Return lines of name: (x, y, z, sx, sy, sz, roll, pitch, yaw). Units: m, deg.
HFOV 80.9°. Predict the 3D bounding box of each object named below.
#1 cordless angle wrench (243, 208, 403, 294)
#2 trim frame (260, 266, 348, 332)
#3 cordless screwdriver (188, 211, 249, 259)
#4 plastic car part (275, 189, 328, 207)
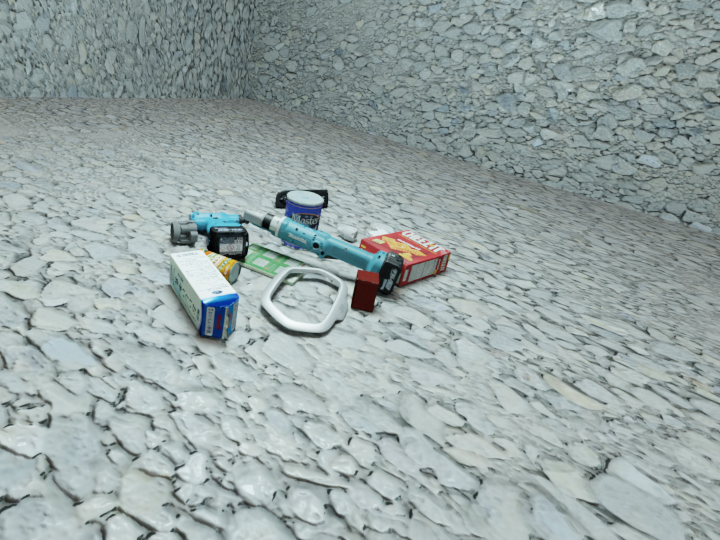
cordless angle wrench: (-0.104, -0.068, 1.063, 0.430, 0.097, 0.074, 23, 24, 8)
trim frame: (-0.117, 0.058, 0.940, 0.187, 0.027, 0.249, 17, 28, 6)
cordless screwdriver: (-0.351, -0.105, 1.119, 0.153, 0.073, 0.263, -5, 23, -30)
plastic car part: (-0.212, -0.254, 1.482, 0.195, 0.065, 0.071, -8, 23, -33)
